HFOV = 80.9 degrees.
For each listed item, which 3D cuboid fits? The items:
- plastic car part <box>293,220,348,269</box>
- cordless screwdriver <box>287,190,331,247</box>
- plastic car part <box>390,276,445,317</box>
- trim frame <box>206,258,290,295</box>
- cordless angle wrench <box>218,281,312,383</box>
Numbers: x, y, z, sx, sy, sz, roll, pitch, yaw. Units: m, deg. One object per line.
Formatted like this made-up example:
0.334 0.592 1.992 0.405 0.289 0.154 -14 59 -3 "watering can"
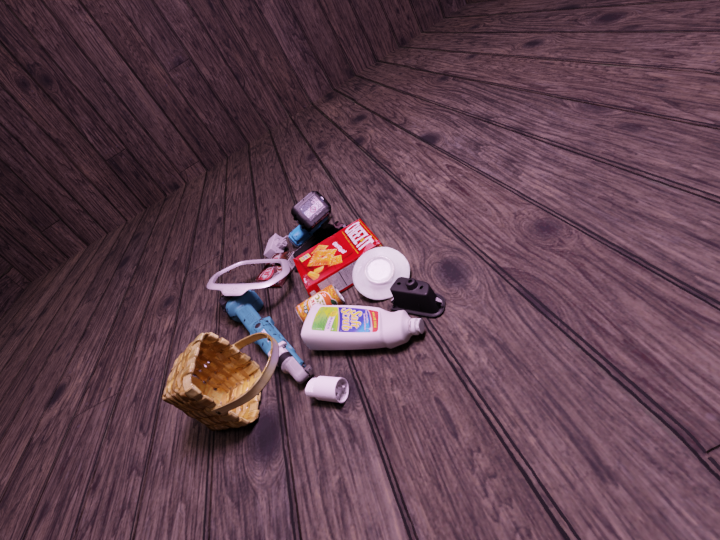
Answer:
-0.118 -0.077 1.211 0.202 0.064 0.070 -47 41 -16 "plastic car part"
-0.134 -0.158 1.228 0.158 0.075 0.249 -43 0 -16 "cordless screwdriver"
0.107 0.045 0.840 0.122 0.068 0.065 5 49 49 "plastic car part"
-0.307 0.014 1.165 0.257 0.027 0.183 -2 27 21 "trim frame"
-0.230 0.146 1.007 0.097 0.071 0.447 -40 35 -14 "cordless angle wrench"
